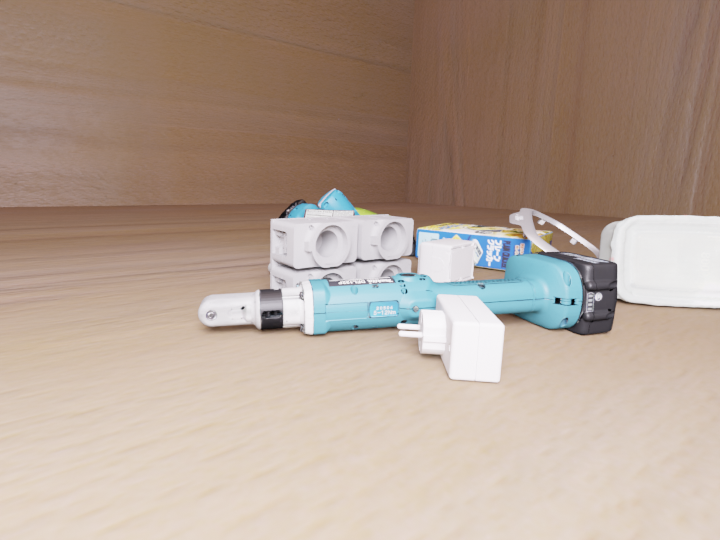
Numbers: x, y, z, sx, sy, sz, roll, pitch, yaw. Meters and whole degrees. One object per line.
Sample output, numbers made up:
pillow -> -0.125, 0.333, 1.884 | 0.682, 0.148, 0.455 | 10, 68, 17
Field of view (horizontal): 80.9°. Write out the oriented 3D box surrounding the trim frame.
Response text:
trim frame -> 0.339, -0.045, 0.712 | 0.187, 0.027, 0.246 | 32, 30, 6

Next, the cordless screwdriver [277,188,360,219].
cordless screwdriver -> -0.070, -0.086, 0.890 | 0.074, 0.153, 0.259 | -48, 24, -20

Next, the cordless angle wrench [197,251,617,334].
cordless angle wrench -> 0.050, 0.030, 0.439 | 0.417, 0.073, 0.100 | -3, 11, -9

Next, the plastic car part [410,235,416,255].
plastic car part -> 0.098, -0.075, 0.972 | 0.067, 0.066, 0.201 | -4, 8, 7
